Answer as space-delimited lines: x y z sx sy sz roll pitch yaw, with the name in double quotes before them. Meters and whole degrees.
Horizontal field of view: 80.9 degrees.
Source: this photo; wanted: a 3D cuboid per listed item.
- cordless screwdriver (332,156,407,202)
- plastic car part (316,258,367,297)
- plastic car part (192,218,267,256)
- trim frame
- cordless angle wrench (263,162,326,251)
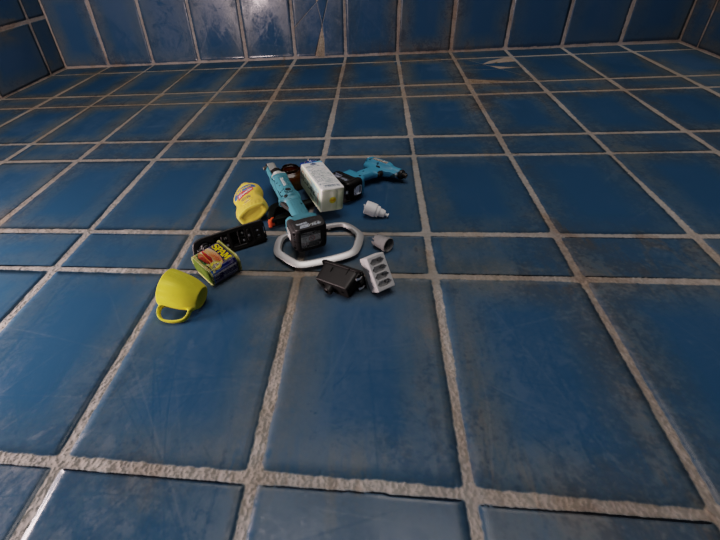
"cordless screwdriver" 0.025 -0.294 1.361 0.168 0.072 0.243 27 44 32
"plastic car part" -0.053 0.026 0.992 0.122 0.063 0.071 16 57 27
"plastic car part" -0.363 -0.088 1.154 0.198 0.064 0.071 -23 33 -21
"trim frame" -0.111 -0.073 1.138 0.245 0.026 0.193 -16 41 -11
"cordless angle wrench" -0.210 -0.213 1.232 0.096 0.072 0.446 -17 43 -16
